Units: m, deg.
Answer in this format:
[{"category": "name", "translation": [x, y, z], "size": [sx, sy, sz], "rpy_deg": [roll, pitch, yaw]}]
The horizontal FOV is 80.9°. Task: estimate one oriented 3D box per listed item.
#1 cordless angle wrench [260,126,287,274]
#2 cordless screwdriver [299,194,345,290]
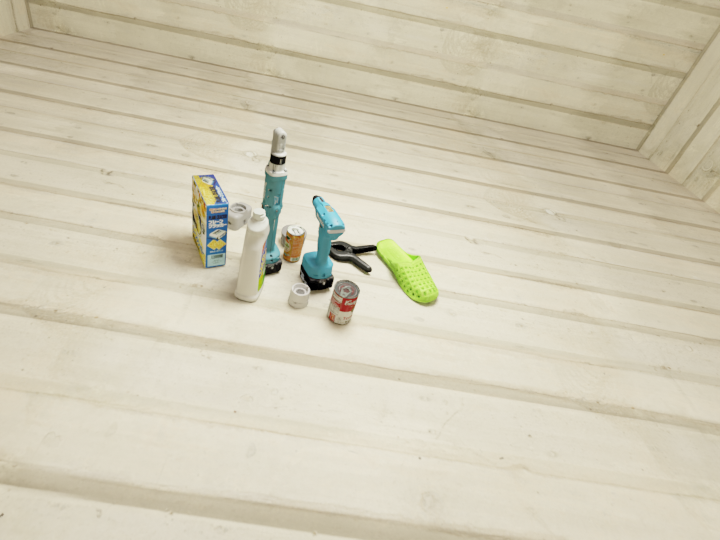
[{"category": "cordless angle wrench", "translation": [-0.235, -0.170, 1.114], "size": [0.072, 0.415, 0.103], "rpy_deg": [-11, 45, -32]}, {"category": "cordless screwdriver", "translation": [-0.114, -0.075, 1.166], "size": [0.072, 0.244, 0.168], "rpy_deg": [-5, 42, -26]}]
